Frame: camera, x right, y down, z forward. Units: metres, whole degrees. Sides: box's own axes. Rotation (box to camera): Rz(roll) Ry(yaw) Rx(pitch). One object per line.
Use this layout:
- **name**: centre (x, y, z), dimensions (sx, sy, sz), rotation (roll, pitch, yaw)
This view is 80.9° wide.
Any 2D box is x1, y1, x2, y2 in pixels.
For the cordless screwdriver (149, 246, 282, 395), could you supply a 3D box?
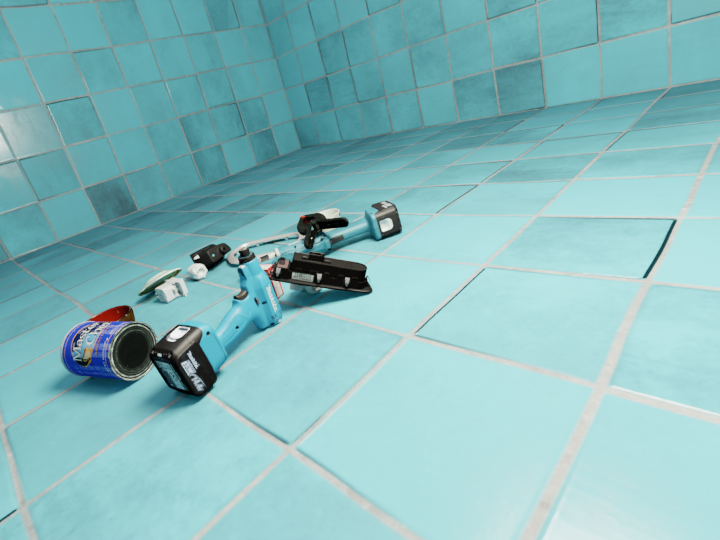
- **cordless screwdriver**: centre (-0.237, 0.078, 0.718), dimensions (0.078, 0.154, 0.245), rotation (-2, 28, 33)

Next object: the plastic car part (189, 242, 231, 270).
- **plastic car part**: centre (-0.422, -0.049, 1.225), dimensions (0.073, 0.065, 0.115), rotation (-20, 15, 35)

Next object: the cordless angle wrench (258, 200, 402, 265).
- **cordless angle wrench**: centre (-0.105, -0.069, 1.079), dimensions (0.420, 0.072, 0.101), rotation (-21, 22, -6)

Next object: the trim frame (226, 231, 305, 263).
- **trim frame**: centre (-0.275, -0.066, 1.234), dimensions (0.253, 0.027, 0.187), rotation (-13, 24, 12)

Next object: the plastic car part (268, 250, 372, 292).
- **plastic car part**: centre (-0.073, -0.001, 0.830), dimensions (0.202, 0.066, 0.067), rotation (13, 15, -3)
